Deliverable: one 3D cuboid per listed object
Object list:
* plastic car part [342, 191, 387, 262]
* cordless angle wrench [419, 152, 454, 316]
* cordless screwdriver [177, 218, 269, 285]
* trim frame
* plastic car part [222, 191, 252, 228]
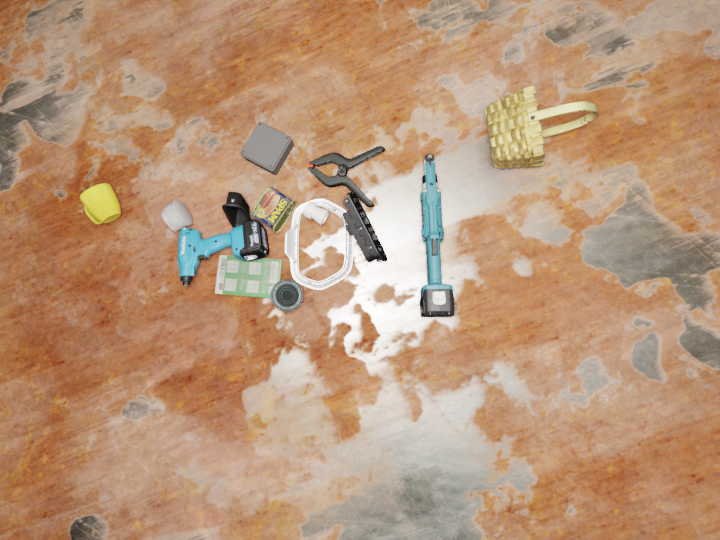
[{"bbox_3d":[0.004,-0.103,1.100,0.068,0.065,0.203,-32,89,12],"label":"plastic car part"},{"bbox_3d":[0.184,-0.096,1.078,0.075,0.096,0.428,-2,78,4],"label":"cordless angle wrench"},{"bbox_3d":[-0.373,-0.048,1.134,0.252,0.072,0.163,-8,70,9],"label":"cordless screwdriver"},{"bbox_3d":[-0.111,-0.073,1.138,0.187,0.027,0.250,1,84,8],"label":"trim frame"},{"bbox_3d":[-0.330,-0.171,1.144,0.066,0.112,0.073,-5,60,3],"label":"plastic car part"}]
